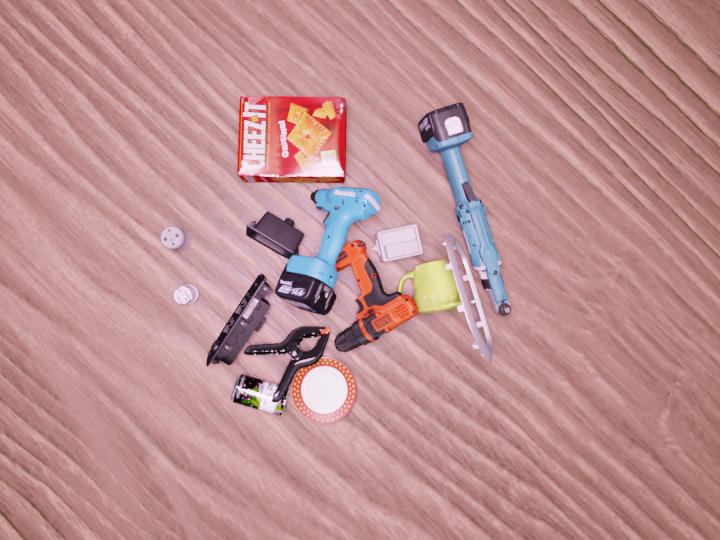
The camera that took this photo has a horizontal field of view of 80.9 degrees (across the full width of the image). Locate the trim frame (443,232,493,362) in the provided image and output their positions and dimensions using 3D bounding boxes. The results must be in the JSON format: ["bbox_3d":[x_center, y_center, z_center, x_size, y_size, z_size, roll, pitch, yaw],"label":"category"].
[{"bbox_3d":[0.197,0.045,0.779,0.028,0.174,0.256,-23,66,22],"label":"trim frame"}]

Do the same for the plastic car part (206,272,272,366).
[{"bbox_3d":[-0.234,0.106,0.839,0.064,0.069,0.203,39,85,-27],"label":"plastic car part"}]

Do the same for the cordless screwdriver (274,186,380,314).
[{"bbox_3d":[-0.078,-0.051,0.794,0.168,0.070,0.249,13,71,40],"label":"cordless screwdriver"}]

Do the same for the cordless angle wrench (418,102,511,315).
[{"bbox_3d":[0.220,-0.113,0.841,0.074,0.098,0.422,-18,91,-4],"label":"cordless angle wrench"}]

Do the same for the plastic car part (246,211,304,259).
[{"bbox_3d":[-0.164,-0.076,0.852,0.116,0.066,0.071,27,73,-3],"label":"plastic car part"}]
